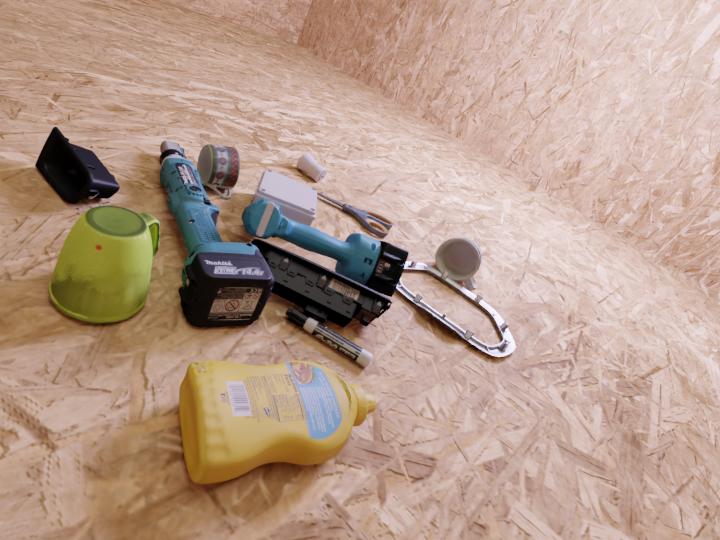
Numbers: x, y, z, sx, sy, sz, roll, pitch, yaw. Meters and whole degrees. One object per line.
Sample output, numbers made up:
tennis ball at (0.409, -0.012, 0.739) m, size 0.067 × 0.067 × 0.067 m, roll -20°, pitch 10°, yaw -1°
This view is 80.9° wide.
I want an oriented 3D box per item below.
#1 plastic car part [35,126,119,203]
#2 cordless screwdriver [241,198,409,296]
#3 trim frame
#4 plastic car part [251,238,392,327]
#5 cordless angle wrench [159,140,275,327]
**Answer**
plastic car part at (-0.377, -0.132, 0.580) m, size 0.121 × 0.066 × 0.068 m, roll 41°, pitch 16°, yaw 17°
cordless screwdriver at (-0.064, -0.042, 0.650) m, size 0.242 × 0.074 × 0.164 m, roll 22°, pitch -1°, yaw -16°
trim frame at (0.160, 0.056, 0.742) m, size 0.256 × 0.027 × 0.179 m, roll 37°, pitch 31°, yaw 15°
plastic car part at (-0.066, 0.026, 0.569) m, size 0.203 × 0.066 × 0.067 m, roll 29°, pitch 67°, yaw 1°
cordless angle wrench at (-0.244, -0.094, 0.612) m, size 0.093 × 0.074 × 0.447 m, roll 4°, pitch 34°, yaw -37°
